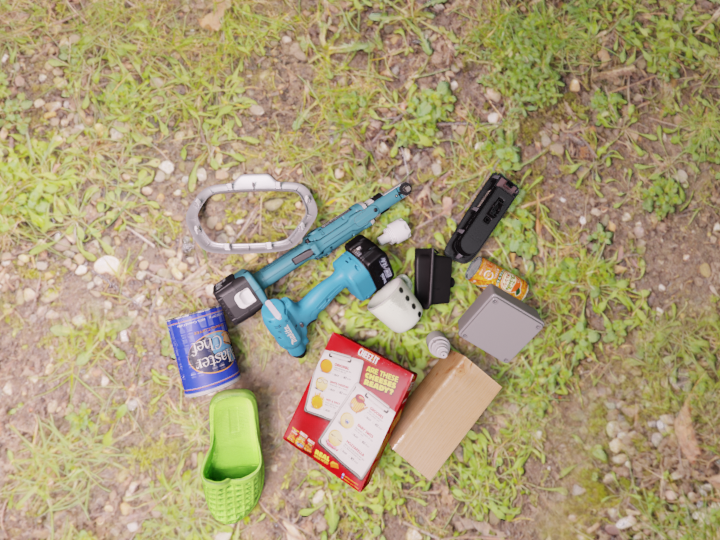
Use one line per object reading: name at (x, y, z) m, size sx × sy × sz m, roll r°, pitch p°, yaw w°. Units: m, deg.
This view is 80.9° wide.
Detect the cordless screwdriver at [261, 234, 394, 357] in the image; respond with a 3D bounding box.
cordless screwdriver at (-0.054, 0.056, 0.784) m, size 0.246 × 0.152 × 0.079 m, roll -36°, pitch 49°, yaw -13°

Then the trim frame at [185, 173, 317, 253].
trim frame at (-0.206, -0.110, 0.796) m, size 0.249 × 0.026 × 0.190 m, roll -3°, pitch 56°, yaw 2°

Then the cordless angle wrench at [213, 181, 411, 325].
cordless angle wrench at (-0.079, -0.051, 0.803) m, size 0.420 × 0.101 × 0.072 m, roll -34°, pitch 106°, yaw -9°

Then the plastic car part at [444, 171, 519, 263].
plastic car part at (0.245, -0.100, 0.830) m, size 0.065 × 0.068 × 0.203 m, roll 36°, pitch 88°, yaw -9°

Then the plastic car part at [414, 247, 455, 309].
plastic car part at (0.148, 0.015, 0.820) m, size 0.069 × 0.068 × 0.116 m, roll -1°, pitch 90°, yaw -19°
